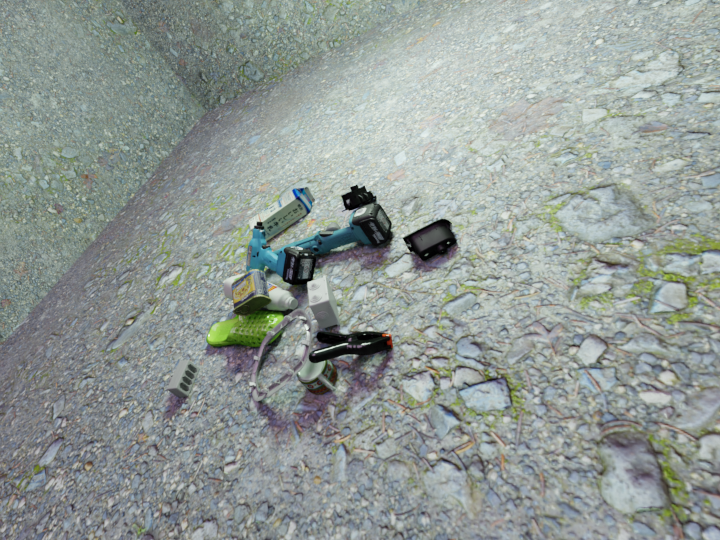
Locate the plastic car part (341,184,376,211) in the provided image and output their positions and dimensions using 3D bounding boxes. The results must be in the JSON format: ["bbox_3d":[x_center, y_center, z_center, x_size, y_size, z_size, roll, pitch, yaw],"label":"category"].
[{"bbox_3d":[-0.009,-0.207,1.189,0.068,0.066,0.202,-13,16,18],"label":"plastic car part"}]

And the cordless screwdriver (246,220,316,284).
[{"bbox_3d":[-0.236,-0.051,1.201,0.262,0.071,0.158,13,98,42],"label":"cordless screwdriver"}]

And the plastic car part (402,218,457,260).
[{"bbox_3d":[0.167,-0.065,0.971,0.118,0.062,0.074,-26,52,10],"label":"plastic car part"}]

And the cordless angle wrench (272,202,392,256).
[{"bbox_3d":[-0.117,-0.076,1.195,0.438,0.094,0.075,-16,32,33],"label":"cordless angle wrench"}]

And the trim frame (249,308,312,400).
[{"bbox_3d":[-0.183,0.189,0.947,0.252,0.026,0.191,-39,39,31],"label":"trim frame"}]
